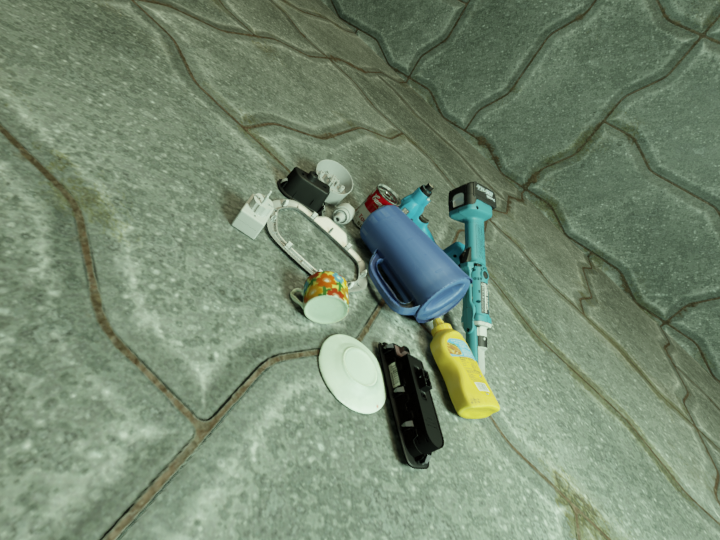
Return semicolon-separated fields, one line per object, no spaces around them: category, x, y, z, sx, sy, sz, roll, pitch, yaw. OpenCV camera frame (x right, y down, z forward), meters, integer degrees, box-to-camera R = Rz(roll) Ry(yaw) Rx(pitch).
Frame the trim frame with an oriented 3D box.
trim frame;-0.080;-0.053;0.822;0.249;0.028;0.183;40;30;1

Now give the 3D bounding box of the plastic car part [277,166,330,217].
plastic car part;-0.111;-0.176;0.900;0.112;0.071;0.068;32;31;-22

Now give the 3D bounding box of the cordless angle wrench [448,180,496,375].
cordless angle wrench;0.246;0.013;0.917;0.093;0.077;0.431;19;64;-33

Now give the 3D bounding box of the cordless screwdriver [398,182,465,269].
cordless screwdriver;0.185;-0.082;1.022;0.250;0.161;0.073;46;31;2

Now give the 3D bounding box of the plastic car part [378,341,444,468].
plastic car part;0.083;0.198;0.654;0.063;0.068;0.210;39;30;-36
